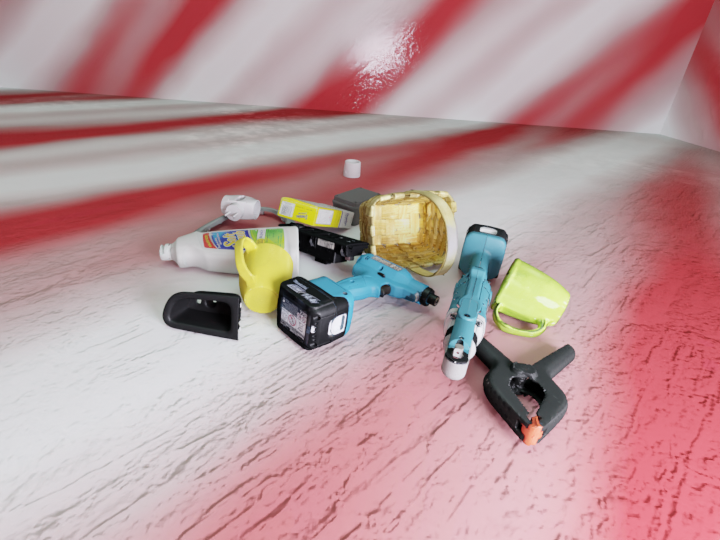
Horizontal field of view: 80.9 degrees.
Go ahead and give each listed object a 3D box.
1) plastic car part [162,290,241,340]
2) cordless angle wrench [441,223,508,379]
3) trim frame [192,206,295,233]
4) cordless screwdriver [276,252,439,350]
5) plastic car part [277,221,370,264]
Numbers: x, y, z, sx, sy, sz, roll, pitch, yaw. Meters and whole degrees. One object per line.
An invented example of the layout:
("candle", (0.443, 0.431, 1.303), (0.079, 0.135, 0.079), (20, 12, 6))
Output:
("plastic car part", (-0.225, 0.055, 0.632), (0.119, 0.065, 0.070), (7, 12, 11))
("cordless angle wrench", (0.172, 0.034, 0.648), (0.077, 0.096, 0.418), (14, 27, 15))
("trim frame", (-0.252, -0.094, 0.927), (0.191, 0.027, 0.246), (15, 32, 17))
("cordless screwdriver", (0.000, 0.045, 0.659), (0.168, 0.073, 0.240), (26, 31, 34))
("plastic car part", (-0.081, -0.053, 0.826), (0.214, 0.066, 0.064), (23, 27, 37))
